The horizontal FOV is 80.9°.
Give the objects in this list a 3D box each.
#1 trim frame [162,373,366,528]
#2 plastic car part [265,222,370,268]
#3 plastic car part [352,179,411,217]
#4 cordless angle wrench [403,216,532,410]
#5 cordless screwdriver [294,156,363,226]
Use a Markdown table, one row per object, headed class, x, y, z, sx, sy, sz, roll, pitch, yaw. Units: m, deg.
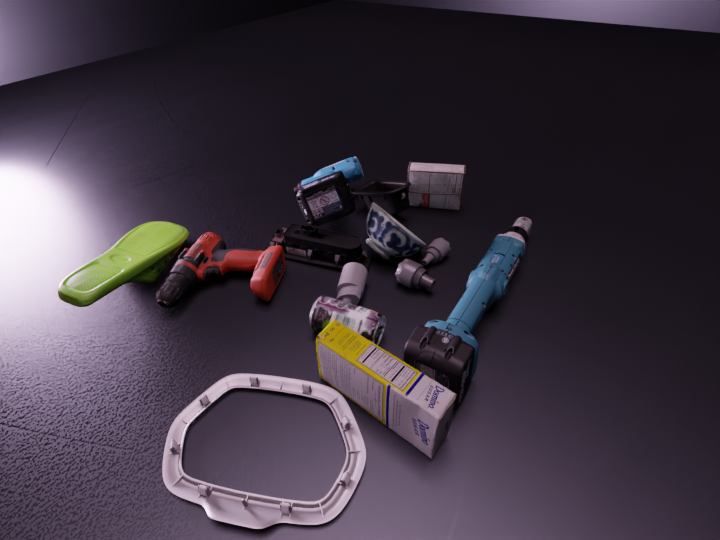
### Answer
| class | x | y | z | sx | sy | sz | roll | pitch | yaw |
| --- | --- | --- | --- | --- | --- | --- | --- | --- | --- |
| trim frame | -0.118 | 0.207 | 0.512 | 0.253 | 0.026 | 0.187 | 5 | 43 | 10 |
| plastic car part | -0.076 | -0.050 | 0.782 | 0.210 | 0.065 | 0.066 | 16 | 37 | 19 |
| plastic car part | 0.052 | -0.143 | 0.863 | 0.065 | 0.068 | 0.123 | -37 | 35 | -30 |
| cordless angle wrench | 0.194 | 0.022 | 0.646 | 0.078 | 0.094 | 0.417 | 18 | 43 | 28 |
| cordless screwdriver | -0.079 | -0.162 | 0.853 | 0.162 | 0.072 | 0.252 | -18 | 22 | 13 |
